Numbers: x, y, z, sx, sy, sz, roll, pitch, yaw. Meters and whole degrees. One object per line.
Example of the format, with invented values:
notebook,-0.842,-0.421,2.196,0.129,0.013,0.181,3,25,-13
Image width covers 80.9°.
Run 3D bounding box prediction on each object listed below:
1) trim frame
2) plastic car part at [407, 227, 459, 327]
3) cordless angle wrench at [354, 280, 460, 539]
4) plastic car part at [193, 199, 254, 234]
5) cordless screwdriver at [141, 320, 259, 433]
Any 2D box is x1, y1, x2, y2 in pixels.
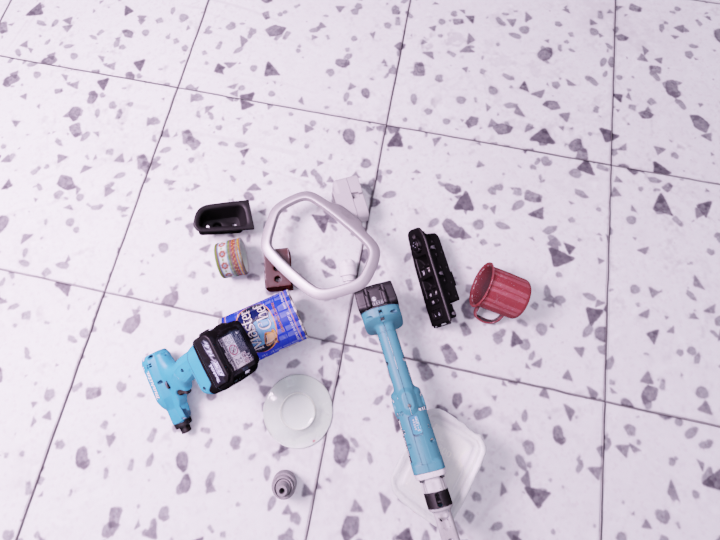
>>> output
trim frame,-0.080,-0.052,0.818,0.258,0.027,0.183,39,78,19
plastic car part,0.150,0.005,0.839,0.066,0.066,0.207,-14,75,-15
cordless angle wrench,0.082,0.228,0.721,0.075,0.094,0.437,-18,65,2
plastic car part,-0.285,-0.099,0.870,0.113,0.071,0.067,-9,75,-20
cordless screwdriver,-0.278,0.191,0.730,0.255,0.072,0.160,-26,86,34
